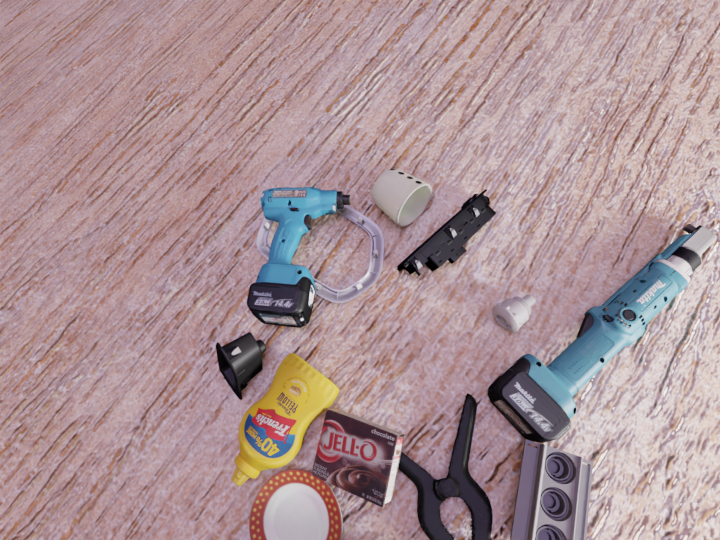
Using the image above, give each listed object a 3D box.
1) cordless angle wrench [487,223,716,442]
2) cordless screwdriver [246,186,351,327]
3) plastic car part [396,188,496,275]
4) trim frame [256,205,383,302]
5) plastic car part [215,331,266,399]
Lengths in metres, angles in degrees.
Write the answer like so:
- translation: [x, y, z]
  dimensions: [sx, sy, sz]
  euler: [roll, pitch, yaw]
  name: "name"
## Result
- translation: [0.368, 0.071, 0.605]
  dimensions: [0.420, 0.072, 0.102]
  euler: [-38, 67, -10]
  name: "cordless angle wrench"
- translation: [-0.099, -0.034, 0.708]
  dimensions: [0.162, 0.071, 0.255]
  euler: [-2, 62, 8]
  name: "cordless screwdriver"
- translation: [0.153, -0.058, 0.702]
  dimensions: [0.069, 0.065, 0.202]
  euler: [42, 79, 11]
  name: "plastic car part"
- translation: [-0.074, -0.048, 0.757]
  dimensions: [0.258, 0.026, 0.184]
  euler: [33, 76, 20]
  name: "trim frame"
- translation: [-0.180, 0.137, 0.655]
  dimensions: [0.069, 0.114, 0.069]
  euler: [-31, 65, -32]
  name: "plastic car part"
